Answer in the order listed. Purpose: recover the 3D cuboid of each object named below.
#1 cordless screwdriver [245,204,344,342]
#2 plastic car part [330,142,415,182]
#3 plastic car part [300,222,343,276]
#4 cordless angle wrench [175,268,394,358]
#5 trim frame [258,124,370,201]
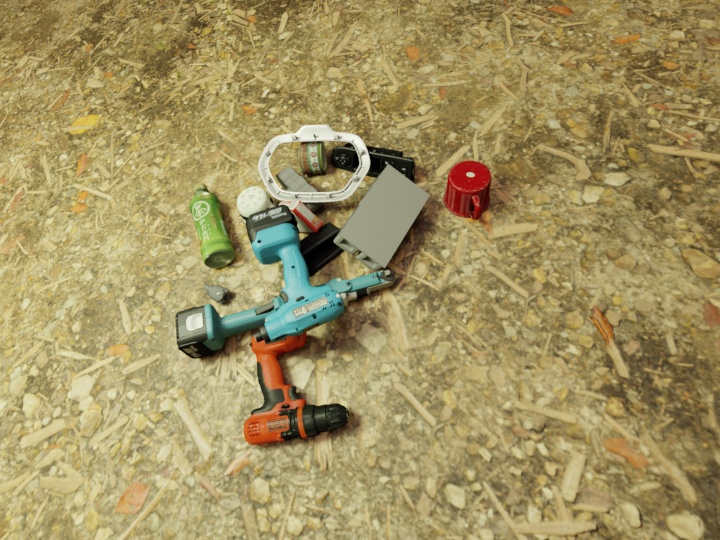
[{"bbox_3d":[-0.151,0.005,0.773,0.157,0.072,0.260,-24,60,-10],"label":"cordless screwdriver"},{"bbox_3d":[0.029,-0.253,0.958,0.210,0.063,0.067,13,56,19],"label":"plastic car part"},{"bbox_3d":[-0.087,-0.057,0.885,0.115,0.063,0.075,-39,48,-13],"label":"plastic car part"},{"bbox_3d":[-0.138,0.070,0.814,0.423,0.094,0.077,-16,61,0],"label":"cordless angle wrench"},{"bbox_3d":[-0.104,-0.236,0.927,0.253,0.026,0.187,1,71,10],"label":"trim frame"}]
